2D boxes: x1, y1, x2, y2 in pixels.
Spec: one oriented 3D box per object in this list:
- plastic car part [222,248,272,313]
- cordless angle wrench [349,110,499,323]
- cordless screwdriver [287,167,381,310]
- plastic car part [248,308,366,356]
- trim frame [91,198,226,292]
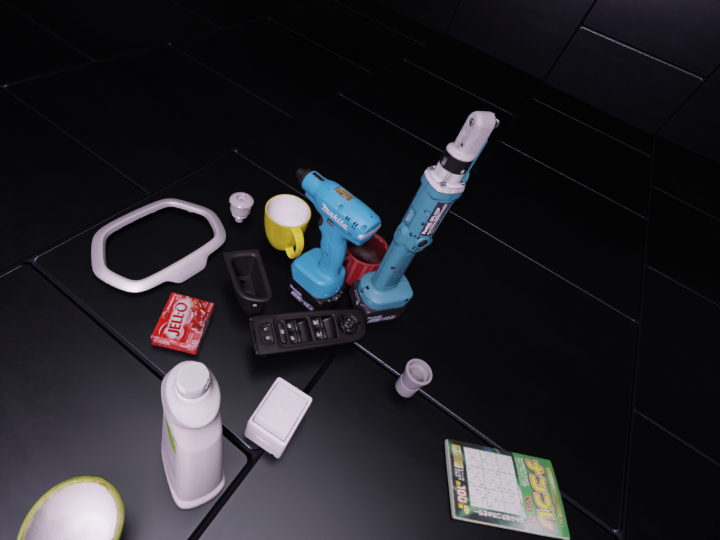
[{"bbox_3d":[-0.196,0.028,0.735,0.064,0.070,0.122,-8,52,-26],"label":"plastic car part"},{"bbox_3d":[0.087,-0.061,0.664,0.095,0.418,0.078,-4,53,-26],"label":"cordless angle wrench"},{"bbox_3d":[-0.070,-0.046,0.720,0.165,0.246,0.072,43,49,18],"label":"cordless screwdriver"},{"bbox_3d":[-0.084,0.107,0.701,0.196,0.066,0.069,-6,52,-23],"label":"plastic car part"},{"bbox_3d":[-0.370,-0.053,0.783,0.190,0.027,0.244,37,48,16],"label":"trim frame"}]
